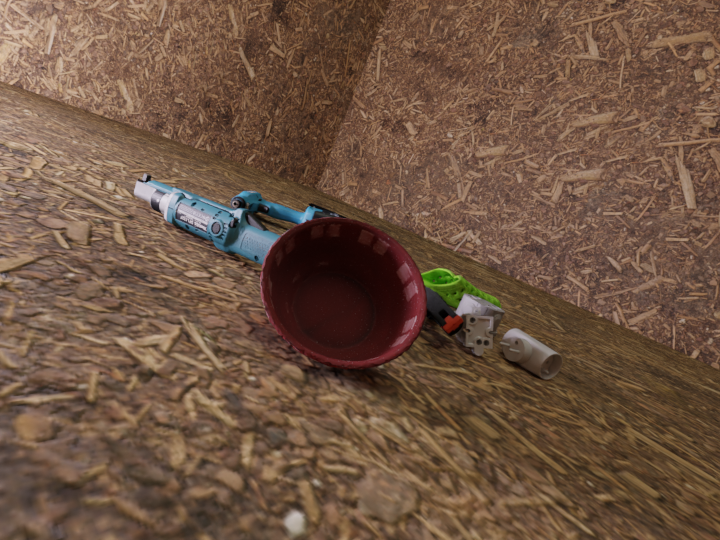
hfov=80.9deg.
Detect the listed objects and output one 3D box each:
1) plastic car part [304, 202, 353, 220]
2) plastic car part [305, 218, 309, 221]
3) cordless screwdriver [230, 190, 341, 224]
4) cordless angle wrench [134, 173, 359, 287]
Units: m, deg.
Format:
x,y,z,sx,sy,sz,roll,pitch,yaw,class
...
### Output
x,y,z,sx,sy,sz,roll,pitch,yaw,class
-0.063,-0.122,1.197,0.198,0.066,0.069,19,20,-13,plastic car part
-0.083,-0.054,0.848,0.111,0.066,0.074,19,-4,-34,plastic car part
-0.173,-0.126,0.977,0.250,0.074,0.159,18,11,2,cordless screwdriver
-0.185,-0.059,0.600,0.443,0.097,0.071,23,9,27,cordless angle wrench
